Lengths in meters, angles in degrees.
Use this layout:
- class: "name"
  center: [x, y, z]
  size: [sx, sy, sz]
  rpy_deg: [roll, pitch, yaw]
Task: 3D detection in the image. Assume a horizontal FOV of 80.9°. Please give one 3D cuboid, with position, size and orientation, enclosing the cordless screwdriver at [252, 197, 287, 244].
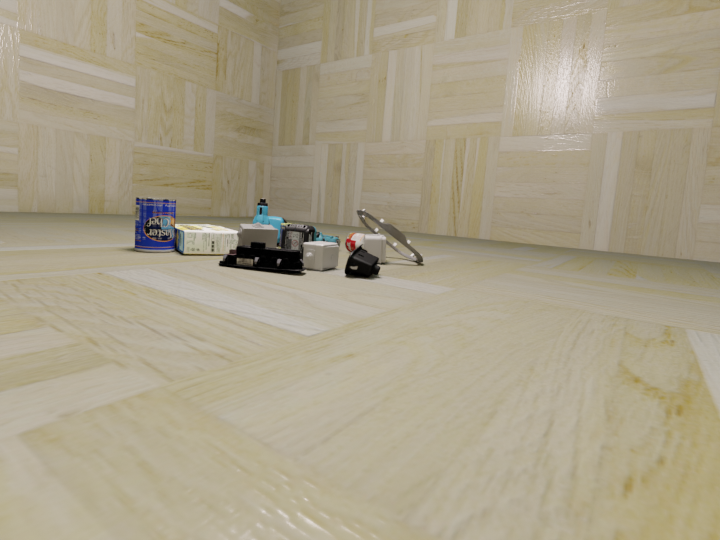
- class: "cordless screwdriver"
  center: [-0.302, -0.152, 1.394]
  size: [0.075, 0.158, 0.248]
  rpy_deg: [4, 6, 1]

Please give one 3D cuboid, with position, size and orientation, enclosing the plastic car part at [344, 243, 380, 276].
- class: "plastic car part"
  center: [0.010, -0.013, 0.954]
  size: [0.072, 0.065, 0.115]
  rpy_deg: [19, 13, 6]

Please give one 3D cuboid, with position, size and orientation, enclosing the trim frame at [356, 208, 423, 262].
- class: "trim frame"
  center: [0.087, -0.104, 1.258]
  size: [0.250, 0.027, 0.184]
  rpy_deg: [41, -5, 1]

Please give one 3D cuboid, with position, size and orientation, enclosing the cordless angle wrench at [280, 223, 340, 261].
- class: "cordless angle wrench"
  center: [-0.124, -0.081, 1.271]
  size: [0.076, 0.098, 0.413]
  rpy_deg: [6, 4, 12]

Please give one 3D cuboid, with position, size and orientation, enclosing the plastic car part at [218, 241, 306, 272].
- class: "plastic car part"
  center: [-0.214, -0.029, 0.947]
  size: [0.210, 0.067, 0.064]
  rpy_deg: [9, 1, 19]
